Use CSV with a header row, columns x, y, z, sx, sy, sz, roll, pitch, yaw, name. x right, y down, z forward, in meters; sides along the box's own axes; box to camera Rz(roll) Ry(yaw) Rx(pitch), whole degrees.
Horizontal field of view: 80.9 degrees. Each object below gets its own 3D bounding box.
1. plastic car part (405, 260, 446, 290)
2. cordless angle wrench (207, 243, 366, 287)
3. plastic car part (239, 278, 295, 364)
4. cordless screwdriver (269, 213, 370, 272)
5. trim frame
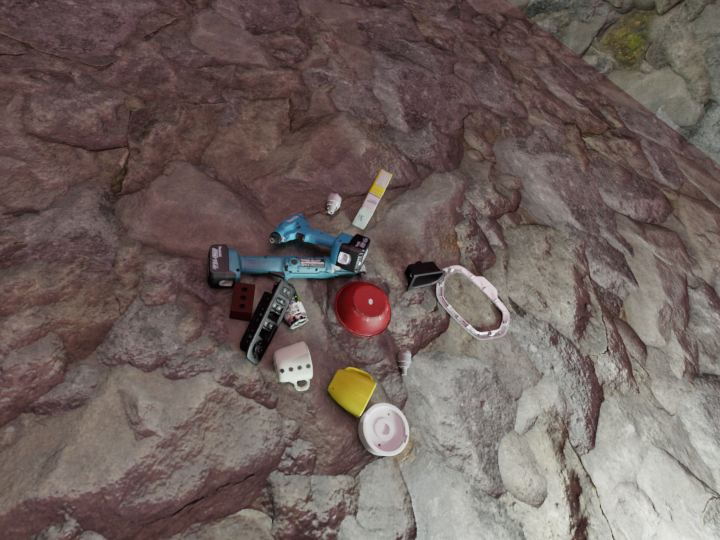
x,y,z,sx,sy,sz,roll,pitch,yaw,name
0.176,0.005,1.216,0.113,0.065,0.074,-12,51,-25,plastic car part
-0.182,-0.009,1.110,0.410,0.074,0.101,1,60,-19,cordless angle wrench
-0.228,0.116,0.995,0.070,0.063,0.204,12,71,25,plastic car part
-0.109,-0.071,1.110,0.256,0.073,0.157,22,30,14,cordless screwdriver
0.326,0.089,1.226,0.180,0.027,0.255,-36,73,-32,trim frame
